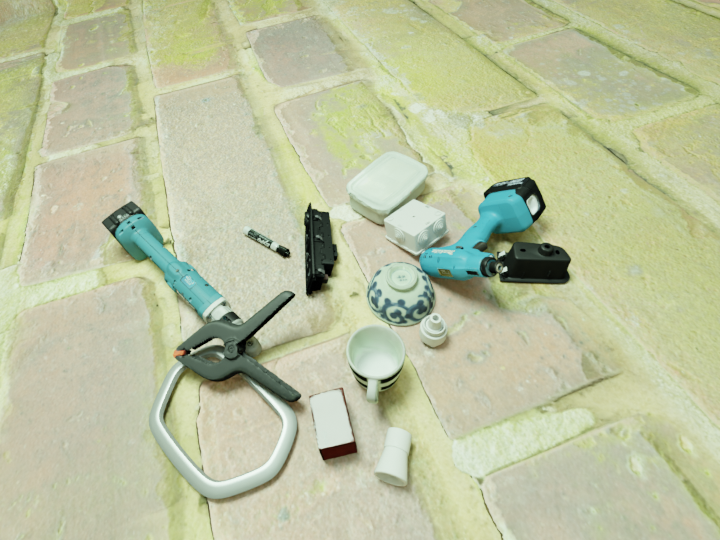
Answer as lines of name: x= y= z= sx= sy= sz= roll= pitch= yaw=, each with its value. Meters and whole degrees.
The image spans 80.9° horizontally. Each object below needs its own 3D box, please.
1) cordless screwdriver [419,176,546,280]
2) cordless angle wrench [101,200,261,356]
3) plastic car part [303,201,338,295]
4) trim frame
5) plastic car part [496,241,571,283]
cordless screwdriver: x=0.234 y=-0.069 z=0.737 sx=0.246 sy=0.072 sz=0.166 roll=-41 pitch=22 yaw=-22
cordless angle wrench: x=-0.329 y=0.015 z=0.782 sx=0.443 sy=0.094 sz=0.074 roll=36 pitch=66 yaw=26
plastic car part: x=-0.080 y=-0.052 z=0.814 sx=0.066 sy=0.065 sz=0.211 roll=-4 pitch=51 yaw=-10
trim frame: x=-0.211 y=0.218 z=0.644 sx=0.261 sy=0.026 sz=0.182 roll=30 pitch=63 yaw=29
plastic car part: x=0.305 y=-0.020 z=0.732 sx=0.119 sy=0.068 sz=0.067 roll=2 pitch=54 yaw=12
